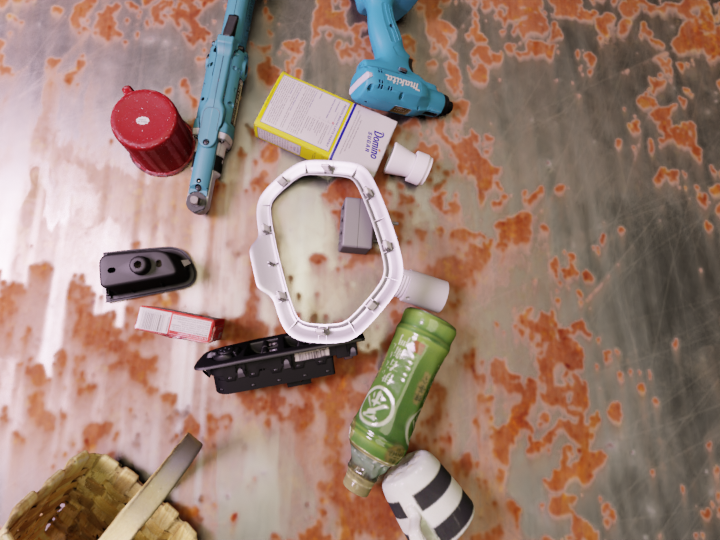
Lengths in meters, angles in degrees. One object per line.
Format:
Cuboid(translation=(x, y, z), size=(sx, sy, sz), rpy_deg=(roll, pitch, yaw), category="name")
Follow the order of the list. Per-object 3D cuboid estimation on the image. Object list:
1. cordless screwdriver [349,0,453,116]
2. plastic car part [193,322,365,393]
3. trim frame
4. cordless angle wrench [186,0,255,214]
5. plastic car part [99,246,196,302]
Cuboid(translation=(0.058, -0.339, 0.602), size=(0.153, 0.076, 0.252), rpy_deg=(3, 78, -29), category="cordless screwdriver")
Cuboid(translation=(-0.098, 0.110, 0.522), size=(0.201, 0.068, 0.066), rpy_deg=(-6, 107, -7), category="plastic car part")
Cuboid(translation=(-0.051, -0.034, 0.524), size=(0.187, 0.026, 0.256), rpy_deg=(-22, 69, 15), category="trim frame")
Cuboid(translation=(-0.183, -0.282, 0.579), size=(0.074, 0.098, 0.425), rpy_deg=(9, 83, -6), category="cordless angle wrench")
Cuboid(translation=(-0.271, -0.002, 0.523), size=(0.116, 0.070, 0.067), rpy_deg=(-8, 83, -4), category="plastic car part")
